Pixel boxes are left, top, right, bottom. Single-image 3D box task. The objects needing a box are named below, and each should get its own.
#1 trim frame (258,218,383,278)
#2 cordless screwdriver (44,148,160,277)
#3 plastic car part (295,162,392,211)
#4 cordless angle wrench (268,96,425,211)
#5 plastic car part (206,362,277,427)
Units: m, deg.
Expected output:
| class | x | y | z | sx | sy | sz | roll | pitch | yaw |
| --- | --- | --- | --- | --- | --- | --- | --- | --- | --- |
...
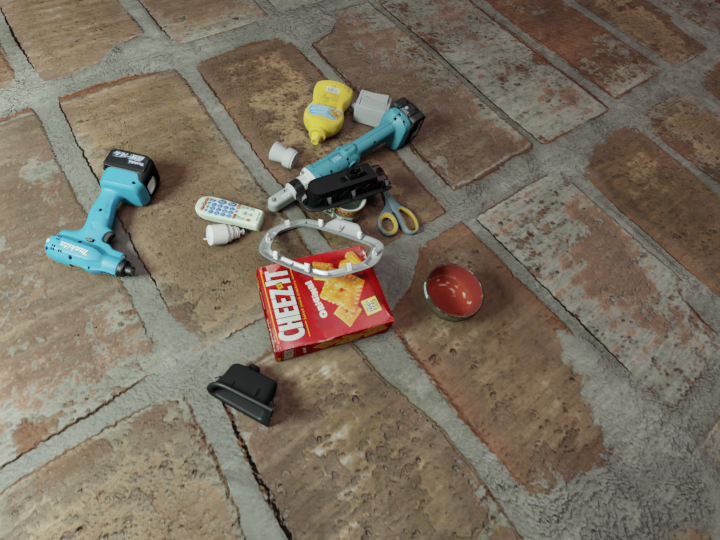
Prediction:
| class | x | y | z | sx | sy | sz | roll | pitch | yaw |
| --- | --- | --- | --- | --- | --- | --- | --- | --- | --- |
| trim frame | -0.078 | -0.051 | 0.794 | 0.262 | 0.027 | 0.180 | 18 | 38 | 33 |
| cordless screwdriver | -0.463 | -0.108 | 0.814 | 0.160 | 0.073 | 0.252 | 17 | 64 | 1 |
| plastic car part | -0.030 | -0.172 | 0.853 | 0.199 | 0.066 | 0.068 | -22 | 73 | -16 |
| cordless angle wrench | -0.033 | -0.251 | 0.944 | 0.417 | 0.097 | 0.076 | -37 | 77 | -21 |
| plastic car part | -0.183 | 0.190 | 0.691 | 0.119 | 0.065 | 0.071 | 27 | 45 | 10 |
